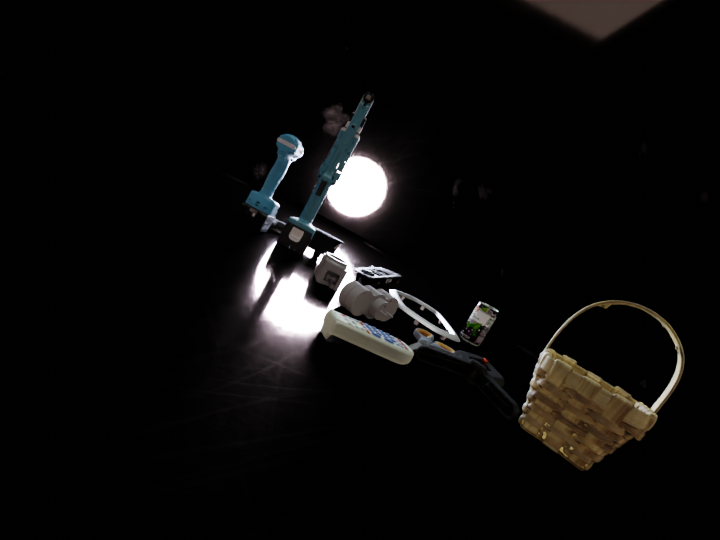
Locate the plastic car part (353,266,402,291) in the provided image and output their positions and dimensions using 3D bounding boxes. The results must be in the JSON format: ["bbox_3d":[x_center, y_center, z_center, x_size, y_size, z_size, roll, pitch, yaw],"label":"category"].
[{"bbox_3d":[0.032,0.024,1.016,0.069,0.067,0.195,31,8,21],"label":"plastic car part"}]

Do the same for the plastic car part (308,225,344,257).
[{"bbox_3d":[-0.111,-0.073,1.137,0.122,0.071,0.063,32,8,24],"label":"plastic car part"}]

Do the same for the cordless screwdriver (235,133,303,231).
[{"bbox_3d":[-0.218,-0.222,1.080,0.075,0.248,0.159,29,7,0],"label":"cordless screwdriver"}]

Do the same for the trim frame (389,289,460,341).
[{"bbox_3d":[0.154,0.109,1.033,0.182,0.027,0.252,27,8,-8],"label":"trim frame"}]

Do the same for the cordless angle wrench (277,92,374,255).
[{"bbox_3d":[-0.076,-0.241,1.046,0.074,0.422,0.098,28,7,-3],"label":"cordless angle wrench"}]
